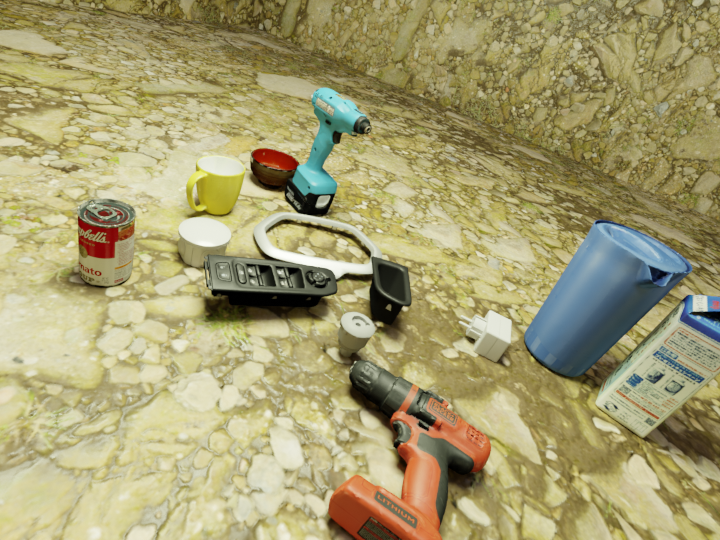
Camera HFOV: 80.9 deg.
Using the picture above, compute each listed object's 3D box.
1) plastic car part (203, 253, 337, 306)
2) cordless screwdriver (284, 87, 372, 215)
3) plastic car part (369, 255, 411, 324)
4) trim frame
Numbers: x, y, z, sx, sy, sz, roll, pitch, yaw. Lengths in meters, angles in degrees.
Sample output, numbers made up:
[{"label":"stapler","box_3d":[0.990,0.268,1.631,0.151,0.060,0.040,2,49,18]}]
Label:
[{"label":"plastic car part","box_3d":[-0.127,0.025,0.617,0.195,0.066,0.070,1,37,-26]},{"label":"cordless screwdriver","box_3d":[-0.066,-0.222,0.852,0.071,0.246,0.168,-8,42,-40]},{"label":"plastic car part","box_3d":[0.040,0.040,0.676,0.065,0.070,0.119,16,32,-8]},{"label":"trim frame","box_3d":[-0.077,-0.051,0.793,0.243,0.027,0.191,10,33,-13]}]
